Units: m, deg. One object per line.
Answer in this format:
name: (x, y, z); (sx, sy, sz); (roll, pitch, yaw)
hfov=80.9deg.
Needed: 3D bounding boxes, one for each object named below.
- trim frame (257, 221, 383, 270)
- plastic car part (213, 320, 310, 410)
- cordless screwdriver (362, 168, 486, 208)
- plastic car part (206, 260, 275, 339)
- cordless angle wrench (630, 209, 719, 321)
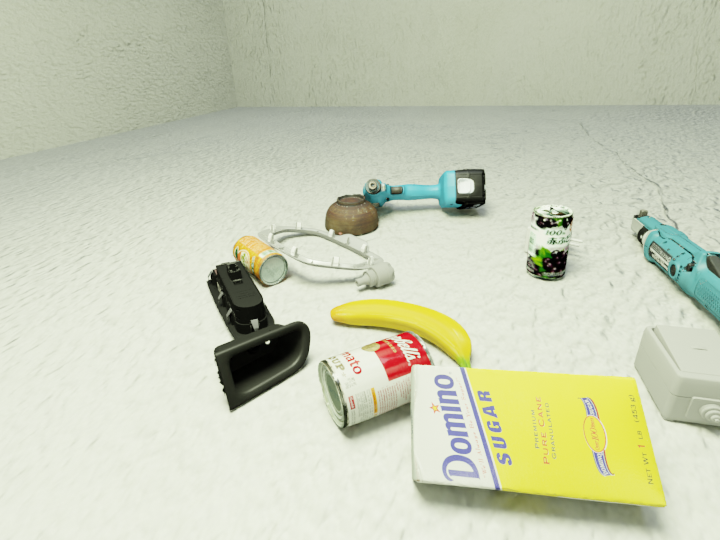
trim frame: (-0.073, -0.048, 0.751); (0.176, 0.027, 0.263); (-5, 21, -39)
plastic car part: (-0.121, 0.096, 0.492); (0.113, 0.065, 0.074); (-23, 19, -39)
cordless screwdriver: (0.130, -0.169, 0.884); (0.253, 0.074, 0.156); (-1, 0, 9)
plastic car part: (-0.176, 0.031, 0.617); (0.064, 0.066, 0.214); (-6, 28, -27)
cordless angle wrench: (0.452, 0.001, 0.566); (0.076, 0.095, 0.423); (3, 24, 12)
